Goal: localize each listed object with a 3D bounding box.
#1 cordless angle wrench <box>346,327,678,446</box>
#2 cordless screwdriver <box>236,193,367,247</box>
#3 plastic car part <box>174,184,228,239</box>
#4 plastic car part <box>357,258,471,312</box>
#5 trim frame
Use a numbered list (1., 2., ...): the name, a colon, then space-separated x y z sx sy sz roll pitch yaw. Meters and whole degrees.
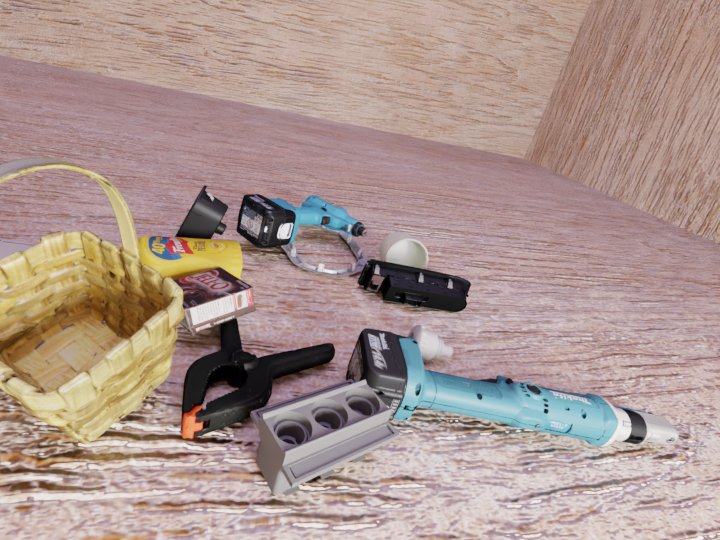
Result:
1. cordless angle wrench: 0.196 0.162 0.514 0.417 0.073 0.100 13 25 -7
2. cordless screwdriver: -0.108 -0.095 0.828 0.167 0.073 0.239 29 26 28
3. plastic car part: -0.272 -0.081 0.737 0.068 0.117 0.068 33 20 -20
4. plastic car part: 0.103 0.033 0.734 0.198 0.065 0.069 8 36 -13
5. trim frame: -0.084 -0.055 0.859 0.178 0.027 0.260 2 30 -21
